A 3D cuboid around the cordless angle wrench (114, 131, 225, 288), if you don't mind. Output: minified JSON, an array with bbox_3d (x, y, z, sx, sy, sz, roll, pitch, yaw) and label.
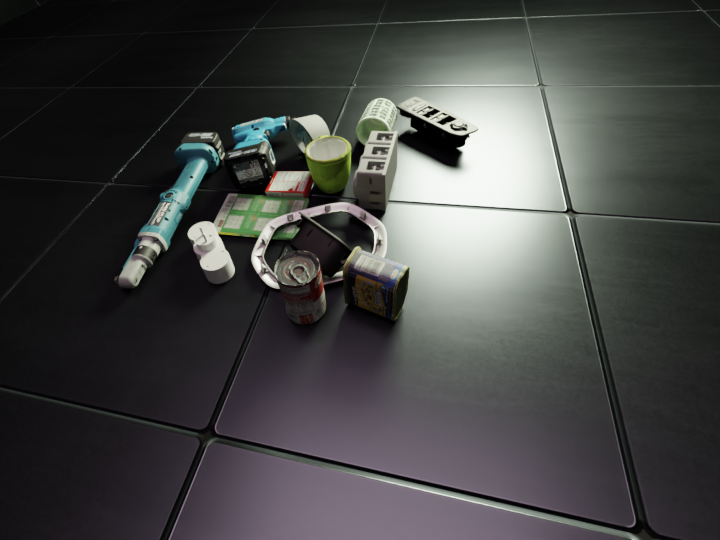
[{"bbox_3d":[-0.388,-0.137,0.876,0.100,0.071,0.432,1,50,8],"label":"cordless angle wrench"}]

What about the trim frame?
[{"bbox_3d":[-0.074,-0.049,0.761,0.246,0.026,0.192,-13,54,-6],"label":"trim frame"}]

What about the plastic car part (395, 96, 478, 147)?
[{"bbox_3d":[0.170,-0.332,0.964,0.065,0.065,0.215,-27,46,-27],"label":"plastic car part"}]

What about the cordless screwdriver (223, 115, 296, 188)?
[{"bbox_3d":[-0.222,-0.286,0.962,0.160,0.071,0.258,-14,39,3],"label":"cordless screwdriver"}]

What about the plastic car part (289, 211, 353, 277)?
[{"bbox_3d":[-0.073,-0.033,0.708,0.122,0.063,0.071,38,80,24],"label":"plastic car part"}]
